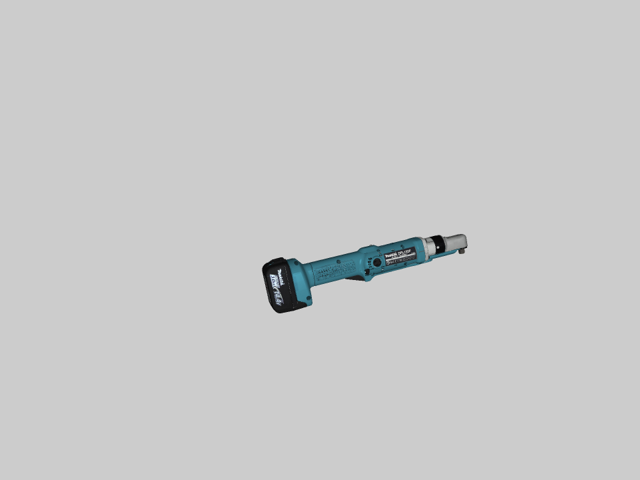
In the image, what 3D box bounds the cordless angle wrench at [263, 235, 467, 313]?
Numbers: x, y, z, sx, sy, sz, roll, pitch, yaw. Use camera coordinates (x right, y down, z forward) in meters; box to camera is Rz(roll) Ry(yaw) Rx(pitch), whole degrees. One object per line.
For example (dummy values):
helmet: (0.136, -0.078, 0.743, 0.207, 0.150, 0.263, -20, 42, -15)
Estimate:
cordless angle wrench: (0.101, 0.044, 0.838, 0.422, 0.098, 0.074, -13, 7, -12)
